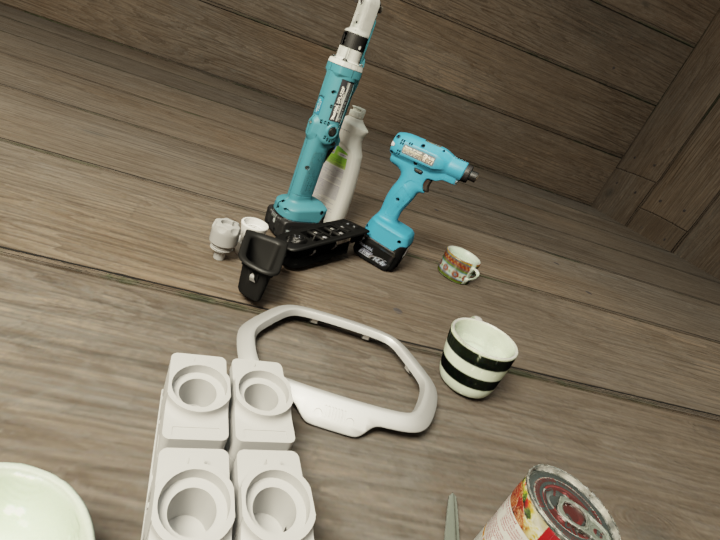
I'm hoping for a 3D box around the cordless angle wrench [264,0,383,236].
[{"bbox_3d":[-0.061,-0.245,0.729,0.093,0.419,0.079,2,32,-40],"label":"cordless angle wrench"}]

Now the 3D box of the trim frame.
[{"bbox_3d":[-0.027,0.111,0.503,0.246,0.027,0.188,18,25,-5],"label":"trim frame"}]

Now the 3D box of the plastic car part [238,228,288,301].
[{"bbox_3d":[-0.144,0.000,0.586,0.065,0.070,0.120,17,25,-11],"label":"plastic car part"}]

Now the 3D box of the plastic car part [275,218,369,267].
[{"bbox_3d":[-0.072,-0.047,0.740,0.069,0.066,0.195,35,28,26],"label":"plastic car part"}]

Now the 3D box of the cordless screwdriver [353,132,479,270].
[{"bbox_3d":[0.095,-0.114,0.788,0.164,0.246,0.073,30,25,15],"label":"cordless screwdriver"}]
